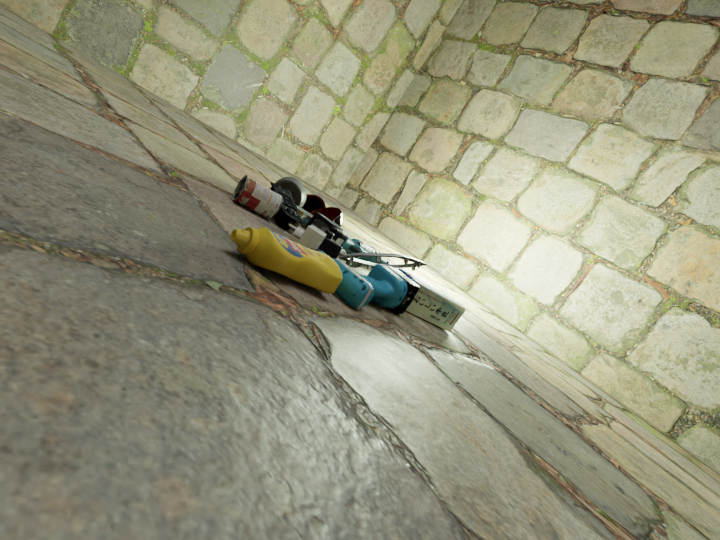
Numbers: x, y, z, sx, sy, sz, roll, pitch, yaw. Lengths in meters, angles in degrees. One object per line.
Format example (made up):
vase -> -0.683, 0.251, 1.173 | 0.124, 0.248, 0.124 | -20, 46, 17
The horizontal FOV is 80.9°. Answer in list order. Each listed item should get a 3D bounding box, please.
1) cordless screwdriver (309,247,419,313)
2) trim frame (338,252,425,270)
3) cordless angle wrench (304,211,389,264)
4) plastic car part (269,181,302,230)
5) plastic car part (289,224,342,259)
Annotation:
cordless screwdriver -> 0.006, 0.017, 0.863 | 0.168, 0.074, 0.236 | 38, 15, 32
trim frame -> 0.055, -0.018, 1.043 | 0.192, 0.028, 0.236 | 0, -5, 32
cordless angle wrench -> -0.014, -0.063, 1.237 | 0.103, 0.074, 0.401 | 39, 8, 30
plastic car part -> -0.205, -0.164, 1.102 | 0.063, 0.067, 0.213 | 36, 10, -35
plastic car part -> -0.092, -0.060, 0.939 | 0.114, 0.071, 0.068 | 28, 11, -13
